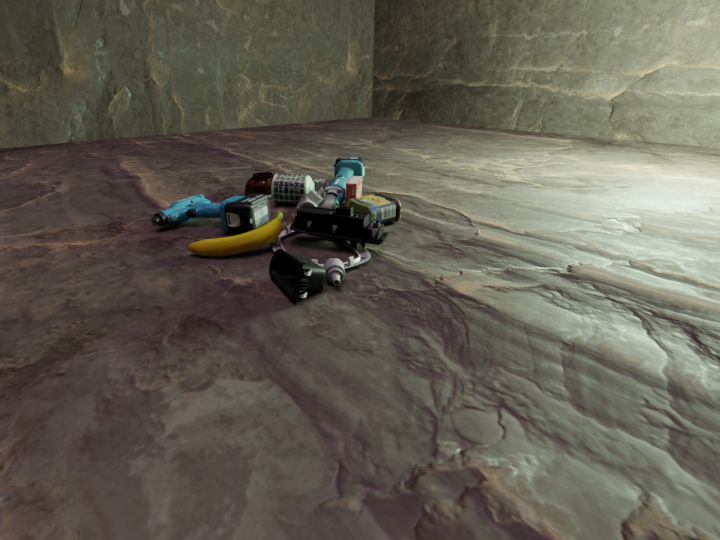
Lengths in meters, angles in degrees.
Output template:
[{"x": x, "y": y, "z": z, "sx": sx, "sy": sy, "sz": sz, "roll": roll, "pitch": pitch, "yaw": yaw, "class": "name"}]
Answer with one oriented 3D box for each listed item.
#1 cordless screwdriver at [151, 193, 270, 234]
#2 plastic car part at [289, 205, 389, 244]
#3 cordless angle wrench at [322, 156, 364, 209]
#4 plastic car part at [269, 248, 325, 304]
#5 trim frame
[{"x": -0.337, "y": -0.127, "z": 0.958, "sx": 0.259, "sy": 0.072, "sz": 0.156, "roll": 7, "pitch": 25, "yaw": 26, "class": "cordless screwdriver"}, {"x": -0.050, "y": -0.094, "z": 0.838, "sx": 0.210, "sy": 0.065, "sz": 0.066, "roll": 6, "pitch": 31, "yaw": 21, "class": "plastic car part"}, {"x": -0.057, "y": -0.243, "z": 1.204, "sx": 0.099, "sy": 0.072, "sz": 0.427, "roll": 2, "pitch": 27, "yaw": 7, "class": "cordless angle wrench"}, {"x": -0.096, "y": 0.003, "z": 0.686, "sx": 0.068, "sy": 0.065, "sz": 0.123, "roll": 5, "pitch": 16, "yaw": -30, "class": "plastic car part"}, {"x": -0.082, "y": -0.054, "z": 0.838, "sx": 0.180, "sy": 0.027, "sz": 0.260, "roll": -8, "pitch": 24, "yaw": -18, "class": "trim frame"}]
